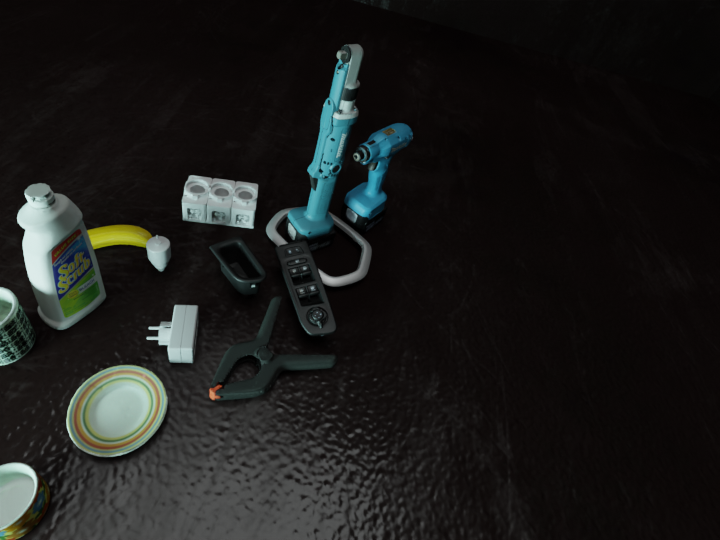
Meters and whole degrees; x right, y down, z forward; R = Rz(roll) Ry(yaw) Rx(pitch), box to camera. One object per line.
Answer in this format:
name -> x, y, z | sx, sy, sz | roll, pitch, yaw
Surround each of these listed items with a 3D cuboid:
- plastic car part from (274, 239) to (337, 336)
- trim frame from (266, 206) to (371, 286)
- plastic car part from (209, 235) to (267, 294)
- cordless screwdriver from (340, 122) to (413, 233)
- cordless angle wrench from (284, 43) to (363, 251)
plastic car part -> -0.105, 0.040, 0.785 | 0.064, 0.066, 0.213 | -9, 51, -24
trim frame -> -0.089, -0.058, 0.906 | 0.258, 0.027, 0.180 | 39, 51, 21
plastic car part -> -0.225, 0.002, 0.787 | 0.064, 0.070, 0.122 | -23, 58, -33
cordless screwdriver -> 0.016, -0.185, 0.899 | 0.077, 0.245, 0.156 | 40, 50, 17
cordless angle wrench -> -0.061, -0.200, 0.776 | 0.095, 0.417, 0.078 | -19, 58, -32
